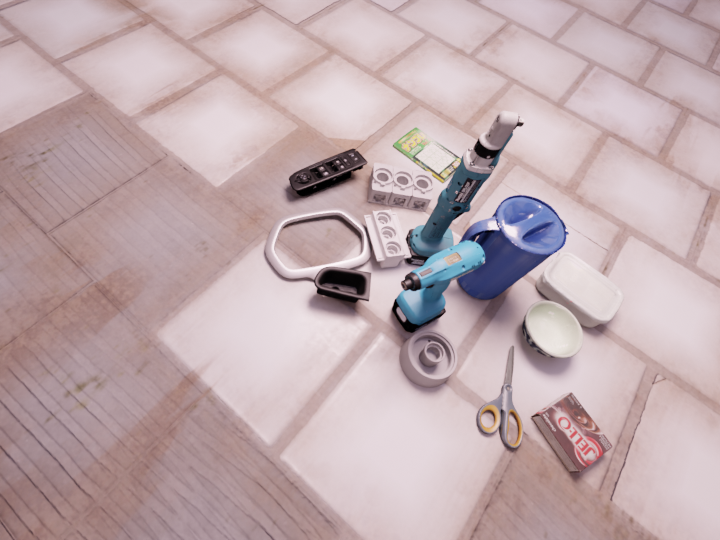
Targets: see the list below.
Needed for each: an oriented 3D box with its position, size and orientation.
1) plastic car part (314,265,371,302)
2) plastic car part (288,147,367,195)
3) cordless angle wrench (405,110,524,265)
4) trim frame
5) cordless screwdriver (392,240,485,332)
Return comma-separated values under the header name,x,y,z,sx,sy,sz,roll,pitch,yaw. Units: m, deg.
name,x,y,z,sx,sy,sz,roll,pitch,yaw
plastic car part,-0.042,0.036,0.890,0.116,0.070,0.067,10,59,-3
plastic car part,-0.086,-0.239,1.053,0.199,0.066,0.069,-24,67,-20
cordless angle wrench,0.187,-0.140,0.822,0.097,0.416,0.076,10,60,-7
trim frame,-0.095,-0.062,0.968,0.244,0.027,0.191,-12,61,-14
cordless screwdriver,0.119,0.043,0.803,0.156,0.245,0.077,-22,68,-22
